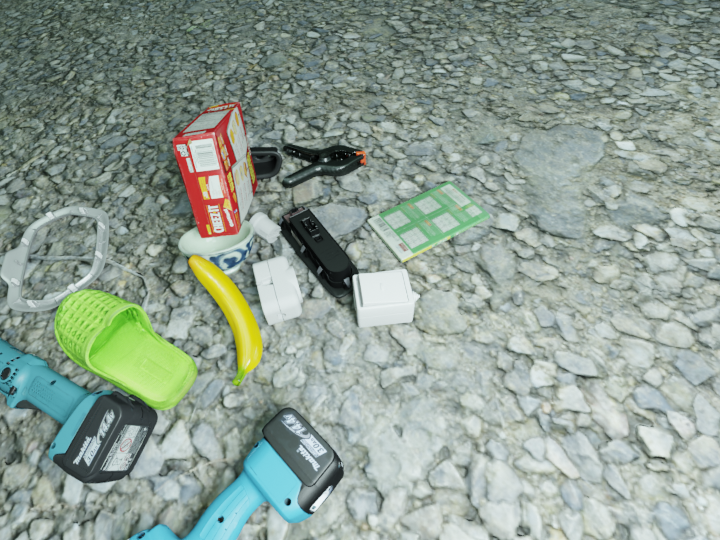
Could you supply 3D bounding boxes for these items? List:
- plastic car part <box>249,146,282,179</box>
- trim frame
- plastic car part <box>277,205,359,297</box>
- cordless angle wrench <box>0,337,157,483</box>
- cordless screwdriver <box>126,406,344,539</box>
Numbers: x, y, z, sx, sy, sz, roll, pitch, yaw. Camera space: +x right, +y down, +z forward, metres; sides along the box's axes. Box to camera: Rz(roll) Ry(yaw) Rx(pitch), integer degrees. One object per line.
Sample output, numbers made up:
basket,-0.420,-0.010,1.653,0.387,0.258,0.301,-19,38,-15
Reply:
plastic car part,-0.214,-0.225,0.856,0.116,0.064,0.073,-5,38,-2
trim frame,-0.552,-0.032,0.769,0.183,0.026,0.260,-17,54,-4
plastic car part,-0.068,-0.044,0.696,0.065,0.065,0.213,-24,56,-22
cordless angle wrench,-0.472,0.151,0.590,0.441,0.071,0.098,17,71,23
cordless screwdriver,-0.119,0.282,0.445,0.246,0.071,0.167,-39,59,-17
